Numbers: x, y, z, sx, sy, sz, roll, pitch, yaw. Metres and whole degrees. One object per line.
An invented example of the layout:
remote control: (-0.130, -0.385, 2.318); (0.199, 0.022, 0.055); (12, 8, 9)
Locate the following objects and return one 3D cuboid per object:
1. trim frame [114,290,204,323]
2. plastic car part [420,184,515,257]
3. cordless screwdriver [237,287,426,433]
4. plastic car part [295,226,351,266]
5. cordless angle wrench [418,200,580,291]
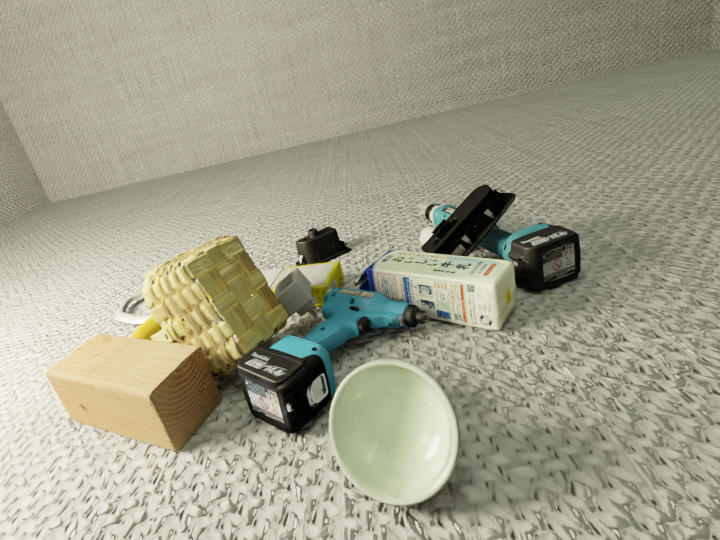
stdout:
trim frame: (-0.395, 0.049, 0.900); (0.243, 0.026, 0.194); (-28, 29, -23)
plastic car part: (0.162, -0.065, 0.697); (0.203, 0.065, 0.068); (-45, 16, 3)
cordless screwdriver: (-0.029, 0.100, 0.554); (0.167, 0.072, 0.244); (4, 27, 33)
plastic car part: (-0.089, -0.058, 0.907); (0.113, 0.069, 0.069); (-23, 24, -27)
cordless angle wrench: (0.213, -0.080, 0.799); (0.097, 0.072, 0.441); (-20, 24, -12)
